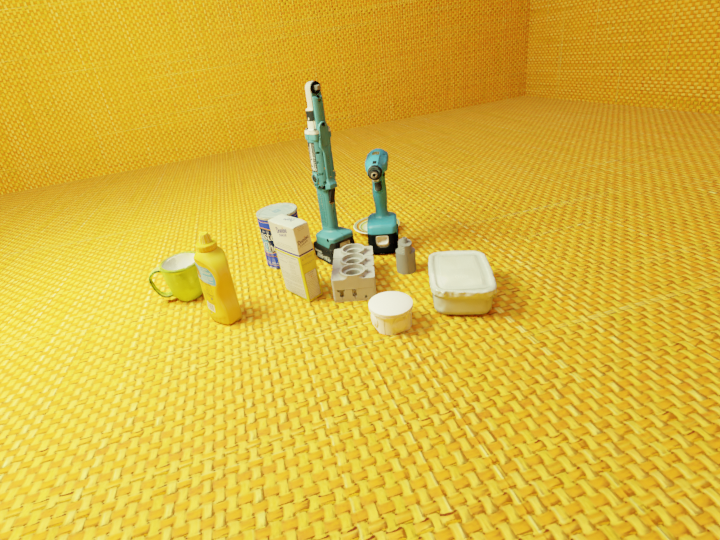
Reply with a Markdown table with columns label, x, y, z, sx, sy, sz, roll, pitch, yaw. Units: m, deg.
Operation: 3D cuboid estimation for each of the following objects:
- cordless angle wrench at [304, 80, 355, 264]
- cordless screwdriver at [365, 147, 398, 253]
| label | x | y | z | sx | sy | sz | roll | pitch | yaw |
| --- | --- | --- | --- | --- | --- | --- | --- | --- | --- |
| cordless angle wrench | -0.084 | -0.219 | 0.988 | 0.072 | 0.410 | 0.104 | -23 | 29 | -30 |
| cordless screwdriver | 0.046 | -0.154 | 1.008 | 0.076 | 0.241 | 0.161 | -3 | 26 | 8 |
